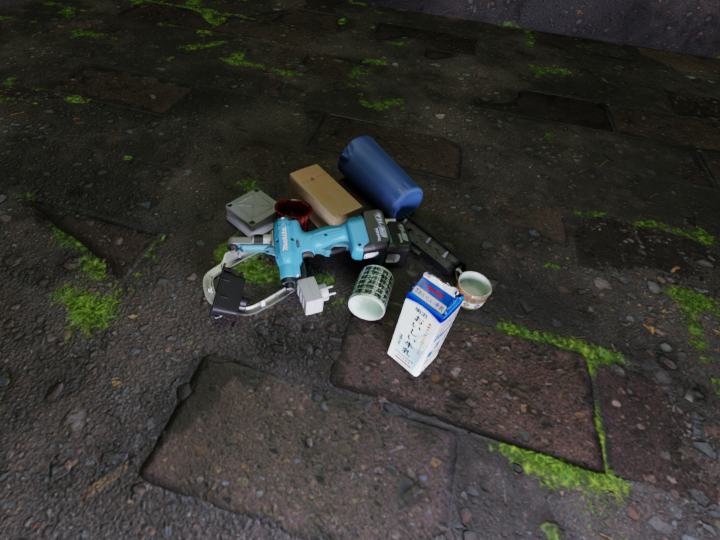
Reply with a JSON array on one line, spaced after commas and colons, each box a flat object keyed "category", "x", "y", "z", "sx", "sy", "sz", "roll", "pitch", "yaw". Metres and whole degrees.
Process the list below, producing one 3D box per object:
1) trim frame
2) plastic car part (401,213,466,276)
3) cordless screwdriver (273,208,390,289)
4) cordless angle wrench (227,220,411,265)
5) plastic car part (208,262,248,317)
[{"category": "trim frame", "x": -0.239, "y": 0.008, "z": 0.970, "sx": 0.243, "sy": 0.027, "sz": 0.194, "roll": -32, "pitch": 56, "yaw": -27}, {"category": "plastic car part", "x": 0.167, "y": -0.054, "z": 1.030, "sx": 0.066, "sy": 0.064, "sz": 0.213, "roll": -39, "pitch": 60, "yaw": -22}, {"category": "cordless screwdriver", "x": -0.062, "y": -0.047, "z": 0.919, "sx": 0.248, "sy": 0.073, "sz": 0.163, "roll": -7, "pitch": 70, "yaw": -3}, {"category": "cordless angle wrench", "x": -0.097, "y": -0.064, "z": 0.997, "sx": 0.417, "sy": 0.072, "sz": 0.102, "roll": 0, "pitch": 48, "yaw": -9}, {"category": "plastic car part", "x": -0.270, "y": 0.054, "z": 0.879, "sx": 0.069, "sy": 0.065, "sz": 0.120, "roll": 11, "pitch": 49, "yaw": -16}]
